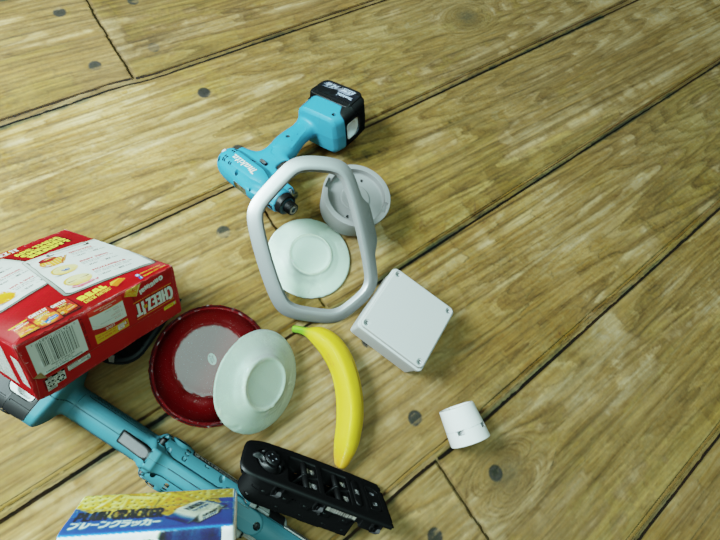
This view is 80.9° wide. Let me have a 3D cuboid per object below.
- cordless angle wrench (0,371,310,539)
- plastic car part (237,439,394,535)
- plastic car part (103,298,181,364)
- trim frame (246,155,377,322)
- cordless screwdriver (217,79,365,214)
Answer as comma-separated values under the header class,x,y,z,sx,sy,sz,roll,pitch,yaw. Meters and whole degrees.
class,x,y,z,sx,sy,sz,roll,pitch,yaw
cordless angle wrench,-0.225,0.225,0.492,0.421,0.098,0.074,34,66,-2
plastic car part,-0.062,0.264,0.505,0.197,0.068,0.067,33,105,-17
plastic car part,-0.295,0.064,0.545,0.066,0.070,0.117,26,63,-1
trim frame,-0.059,-0.038,0.598,0.181,0.028,0.243,-20,106,-14
cordless screwdriver,-0.086,-0.192,0.667,0.167,0.071,0.246,37,67,26
